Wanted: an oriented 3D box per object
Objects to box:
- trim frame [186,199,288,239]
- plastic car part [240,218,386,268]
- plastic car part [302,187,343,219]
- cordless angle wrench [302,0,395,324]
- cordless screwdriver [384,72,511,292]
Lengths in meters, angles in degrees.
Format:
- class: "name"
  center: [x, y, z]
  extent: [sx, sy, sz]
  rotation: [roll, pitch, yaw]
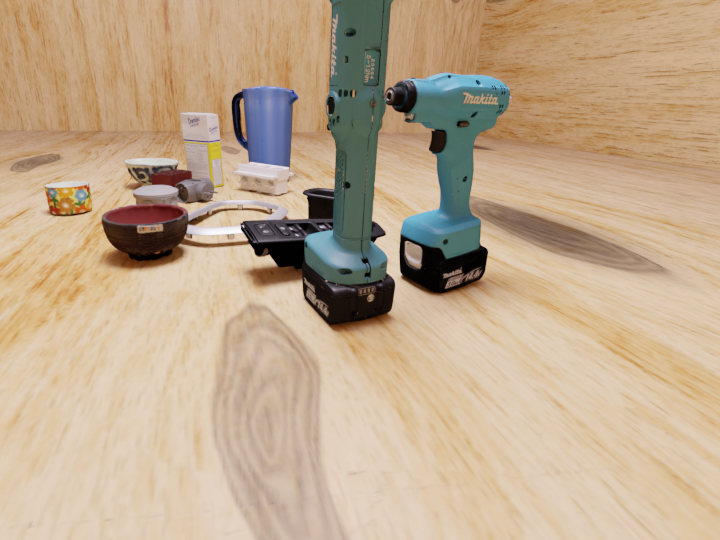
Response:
- class: "trim frame"
  center: [-0.229, -0.094, 0.750]
  extent: [0.187, 0.027, 0.250]
  rotation: [4, 22, 6]
- class: "plastic car part"
  center: [-0.056, -0.037, 0.571]
  extent: [0.196, 0.066, 0.070]
  rotation: [-9, 24, -26]
- class: "plastic car part"
  center: [-0.040, -0.100, 0.723]
  extent: [0.119, 0.069, 0.066]
  rotation: [7, 21, 11]
- class: "cordless angle wrench"
  center: [-0.005, -0.155, 0.403]
  extent: [0.072, 0.415, 0.103]
  rotation: [-7, 22, -27]
- class: "cordless screwdriver"
  center: [0.089, -0.099, 0.498]
  extent: [0.153, 0.244, 0.078]
  rotation: [-9, 23, -30]
